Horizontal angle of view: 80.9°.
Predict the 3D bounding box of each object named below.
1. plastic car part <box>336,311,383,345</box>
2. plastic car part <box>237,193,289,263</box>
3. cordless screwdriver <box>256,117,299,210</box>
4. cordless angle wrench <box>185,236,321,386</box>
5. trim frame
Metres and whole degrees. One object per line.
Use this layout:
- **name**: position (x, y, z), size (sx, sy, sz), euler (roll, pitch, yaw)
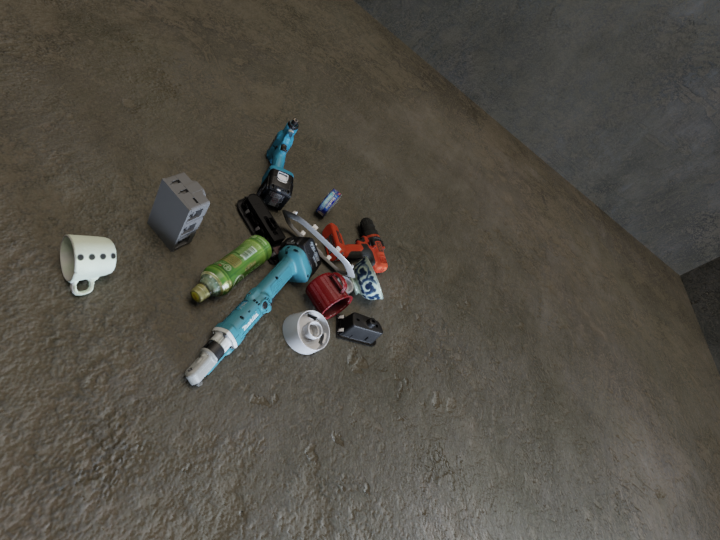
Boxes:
- **plastic car part**: position (0.005, 0.137, 1.032), size (0.112, 0.071, 0.068), euler (19, 49, -21)
- **plastic car part**: position (-0.246, -0.117, 1.072), size (0.064, 0.067, 0.209), euler (-22, 68, -39)
- **cordless screwdriver**: position (-0.219, -0.299, 1.169), size (0.071, 0.161, 0.256), euler (20, 48, -27)
- **cordless angle wrench**: position (-0.223, 0.073, 0.908), size (0.420, 0.078, 0.094), euler (-54, 135, -43)
- **trim frame**: position (-0.104, -0.068, 1.066), size (0.247, 0.186, 0.027), euler (42, 76, -5)
